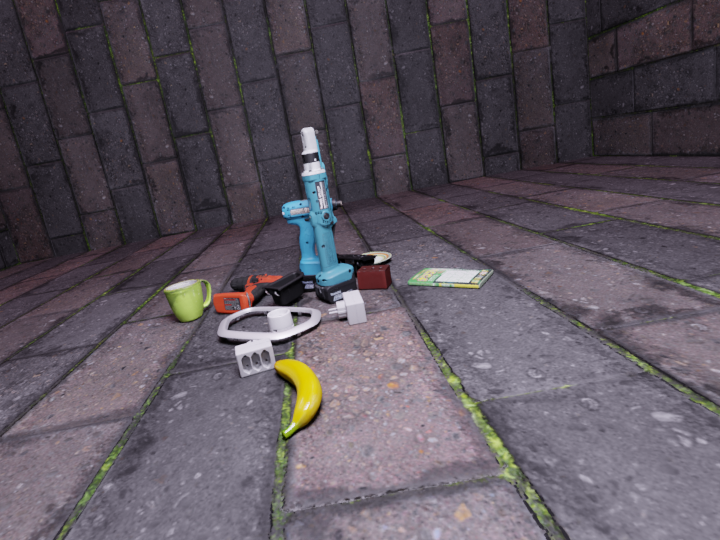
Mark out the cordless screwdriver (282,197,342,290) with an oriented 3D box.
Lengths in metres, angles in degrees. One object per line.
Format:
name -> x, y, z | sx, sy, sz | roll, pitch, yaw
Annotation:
cordless screwdriver -> -0.112, -0.073, 1.148 | 0.162, 0.244, 0.074 | -7, 13, 11

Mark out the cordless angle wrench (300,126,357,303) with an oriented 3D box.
cordless angle wrench -> -0.094, -0.133, 1.031 | 0.095, 0.416, 0.078 | -16, 14, -28

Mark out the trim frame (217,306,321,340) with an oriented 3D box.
trim frame -> -0.208, 0.117, 0.956 | 0.257, 0.027, 0.181 | -4, 18, 23

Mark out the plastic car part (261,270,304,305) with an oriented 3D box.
plastic car part -> -0.183, 0.052, 1.082 | 0.069, 0.069, 0.113 | 2, 20, 40

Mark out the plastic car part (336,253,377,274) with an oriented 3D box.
plastic car part -> -0.036, -0.021, 1.242 | 0.064, 0.066, 0.213 | -20, 18, -34
